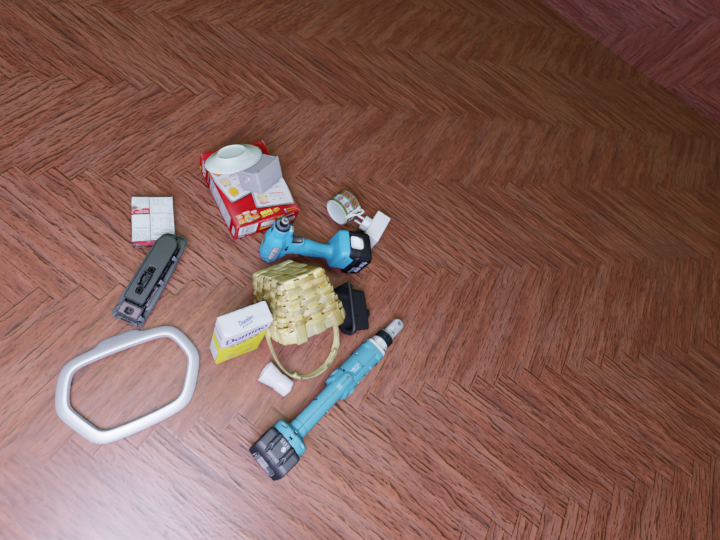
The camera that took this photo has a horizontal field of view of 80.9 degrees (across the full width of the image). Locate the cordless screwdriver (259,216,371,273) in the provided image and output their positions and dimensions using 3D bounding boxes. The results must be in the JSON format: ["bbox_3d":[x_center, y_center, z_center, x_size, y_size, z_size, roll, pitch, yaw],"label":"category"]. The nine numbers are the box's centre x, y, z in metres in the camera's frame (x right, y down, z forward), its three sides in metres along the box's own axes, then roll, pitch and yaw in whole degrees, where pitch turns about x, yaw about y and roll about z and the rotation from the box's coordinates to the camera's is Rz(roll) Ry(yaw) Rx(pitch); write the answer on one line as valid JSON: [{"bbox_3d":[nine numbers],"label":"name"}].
[{"bbox_3d":[-0.093,-0.061,0.950,0.241,0.160,0.076,7,64,-19],"label":"cordless screwdriver"}]

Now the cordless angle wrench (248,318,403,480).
[{"bbox_3d":[-0.039,0.229,0.859,0.076,0.098,0.415,45,55,7],"label":"cordless angle wrench"}]

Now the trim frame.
[{"bbox_3d":[-0.422,0.200,0.780,0.242,0.027,0.189,-22,73,-25],"label":"trim frame"}]

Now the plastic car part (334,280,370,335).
[{"bbox_3d":[-0.013,0.090,0.961,0.068,0.067,0.119,3,66,-36],"label":"plastic car part"}]

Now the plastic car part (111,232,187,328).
[{"bbox_3d":[-0.420,0.007,0.844,0.066,0.066,0.204,22,66,-2],"label":"plastic car part"}]
